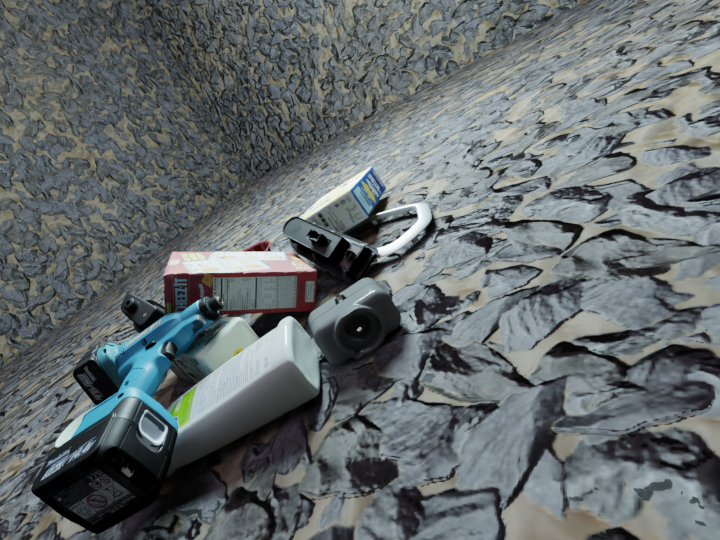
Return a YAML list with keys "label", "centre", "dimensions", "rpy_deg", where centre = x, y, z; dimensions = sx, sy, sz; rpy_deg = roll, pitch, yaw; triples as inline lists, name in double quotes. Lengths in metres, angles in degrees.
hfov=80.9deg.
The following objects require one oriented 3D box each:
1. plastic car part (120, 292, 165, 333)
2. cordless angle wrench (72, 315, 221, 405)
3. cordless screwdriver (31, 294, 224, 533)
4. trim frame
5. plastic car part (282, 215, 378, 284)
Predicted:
- label: "plastic car part"
  centre: [-0.370, 0.075, 0.722]
  dimensions: [0.122, 0.067, 0.066]
  rpy_deg: [22, 66, 31]
- label: "cordless angle wrench"
  centre: [-0.319, 0.090, 0.803]
  dimensions: [0.419, 0.096, 0.077]
  rpy_deg: [-34, 15, -12]
- label: "cordless screwdriver"
  centre: [-0.224, 0.124, 0.459]
  dimensions: [0.160, 0.071, 0.258]
  rpy_deg: [-36, 26, 5]
- label: "trim frame"
  centre: [0.014, -0.054, 0.730]
  dimensions: [0.259, 0.027, 0.182]
  rpy_deg: [-8, 31, 43]
- label: "plastic car part"
  centre: [-0.068, -0.044, 0.691]
  dimensions: [0.215, 0.063, 0.066]
  rpy_deg: [26, 87, 50]
